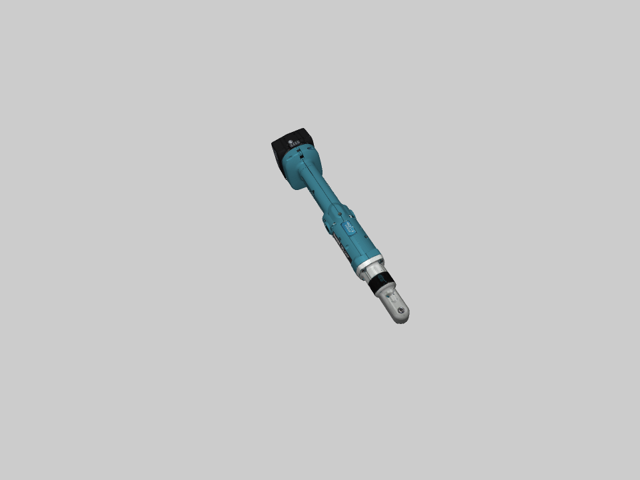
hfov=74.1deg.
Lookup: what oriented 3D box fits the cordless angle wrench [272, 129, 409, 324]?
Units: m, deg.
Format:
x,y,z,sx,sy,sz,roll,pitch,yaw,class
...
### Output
x,y,z,sx,sy,sz,roll,pitch,yaw,class
0.035,-0.033,0.762,0.074,0.422,0.098,-27,-29,-8,cordless angle wrench
